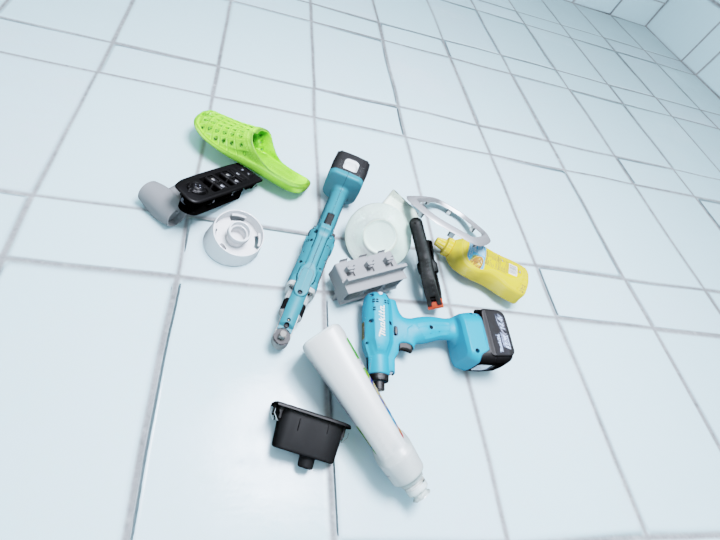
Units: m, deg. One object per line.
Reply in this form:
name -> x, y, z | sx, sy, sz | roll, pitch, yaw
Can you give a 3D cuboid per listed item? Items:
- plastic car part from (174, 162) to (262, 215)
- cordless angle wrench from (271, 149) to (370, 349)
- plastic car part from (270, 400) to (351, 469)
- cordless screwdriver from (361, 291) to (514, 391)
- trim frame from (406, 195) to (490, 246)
plastic car part -> -0.263, -0.147, 0.767 | 0.067, 0.067, 0.201 | 41, 26, 0
cordless angle wrench -> -0.075, -0.049, 0.767 | 0.074, 0.097, 0.428 | 22, 54, -6
plastic car part -> -0.073, 0.228, 0.574 | 0.115, 0.066, 0.071 | 23, 65, -7
cordless screwdriver -> 0.123, 0.128, 0.704 | 0.245, 0.073, 0.163 | 8, 58, -9
trim frame -> 0.178, -0.106, 0.863 | 0.191, 0.027, 0.240 | 39, 25, 17
